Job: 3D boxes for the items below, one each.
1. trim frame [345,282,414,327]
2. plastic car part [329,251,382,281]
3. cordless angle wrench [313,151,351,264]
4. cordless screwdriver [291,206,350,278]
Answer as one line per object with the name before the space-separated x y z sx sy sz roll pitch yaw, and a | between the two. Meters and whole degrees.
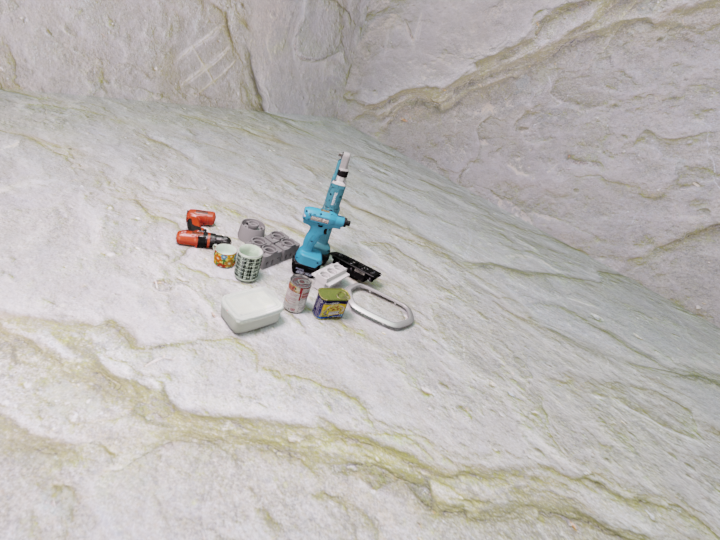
trim frame | 0.062 0.115 1.414 0.254 0.027 0.183 23 30 9
plastic car part | -0.027 -0.009 1.537 0.212 0.066 0.064 32 31 23
cordless angle wrench | -0.106 -0.216 1.488 0.097 0.418 0.076 17 29 -6
cordless screwdriver | -0.140 -0.092 1.436 0.156 0.246 0.076 14 29 -10
